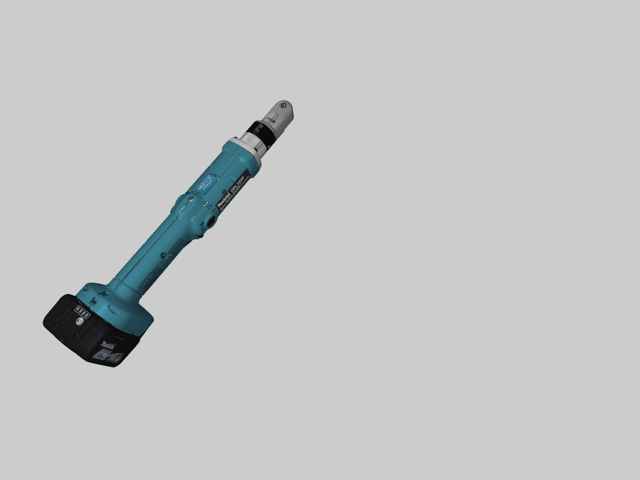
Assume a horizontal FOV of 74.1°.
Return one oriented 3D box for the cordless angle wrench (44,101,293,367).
[{"bbox_3d":[-0.165,-0.035,0.560,0.074,0.422,0.098,32,-18,13],"label":"cordless angle wrench"}]
